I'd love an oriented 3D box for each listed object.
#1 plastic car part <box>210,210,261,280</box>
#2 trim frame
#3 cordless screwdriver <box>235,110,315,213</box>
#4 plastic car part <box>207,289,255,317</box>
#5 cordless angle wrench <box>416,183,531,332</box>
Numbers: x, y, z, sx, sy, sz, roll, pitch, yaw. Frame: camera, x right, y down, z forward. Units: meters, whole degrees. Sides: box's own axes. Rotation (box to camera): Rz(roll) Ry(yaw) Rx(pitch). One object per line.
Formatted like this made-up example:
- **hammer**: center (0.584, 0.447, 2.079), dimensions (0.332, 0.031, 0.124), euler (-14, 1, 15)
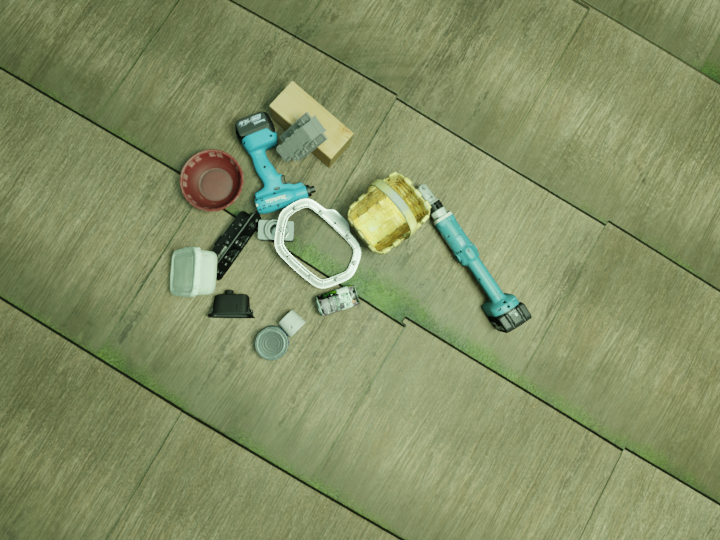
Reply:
- **plastic car part**: center (-0.329, -0.073, 1.083), dimensions (0.070, 0.063, 0.203), euler (37, 86, 25)
- **trim frame**: center (-0.105, -0.068, 1.070), dimensions (0.243, 0.028, 0.183), euler (42, 74, -11)
- **cordless screwdriver**: center (-0.223, -0.283, 1.096), dimensions (0.158, 0.075, 0.249), euler (-17, 90, -4)
- **plastic car part**: center (-0.327, 0.084, 1.070), dimensions (0.117, 0.065, 0.072), euler (3, 71, 1)
- **cordless angle wrench**: center (0.269, -0.044, 1.079), dimensions (0.074, 0.097, 0.428), euler (-32, 83, -2)
